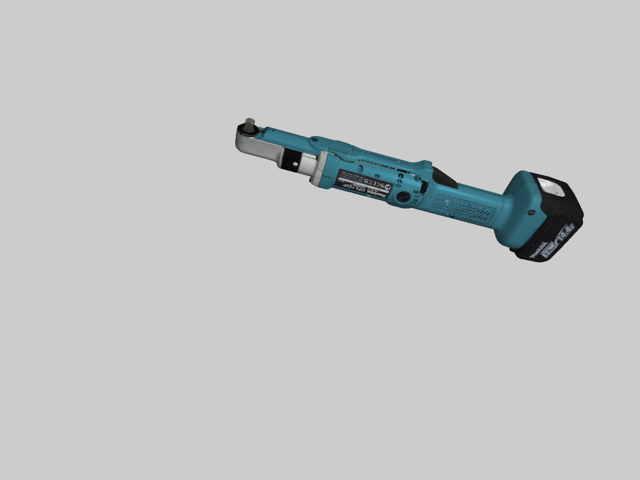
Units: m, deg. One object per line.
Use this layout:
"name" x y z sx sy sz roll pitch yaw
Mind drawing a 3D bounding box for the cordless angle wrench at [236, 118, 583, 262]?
"cordless angle wrench" 0.104 -0.070 0.526 0.423 0.074 0.098 14 -47 -7
